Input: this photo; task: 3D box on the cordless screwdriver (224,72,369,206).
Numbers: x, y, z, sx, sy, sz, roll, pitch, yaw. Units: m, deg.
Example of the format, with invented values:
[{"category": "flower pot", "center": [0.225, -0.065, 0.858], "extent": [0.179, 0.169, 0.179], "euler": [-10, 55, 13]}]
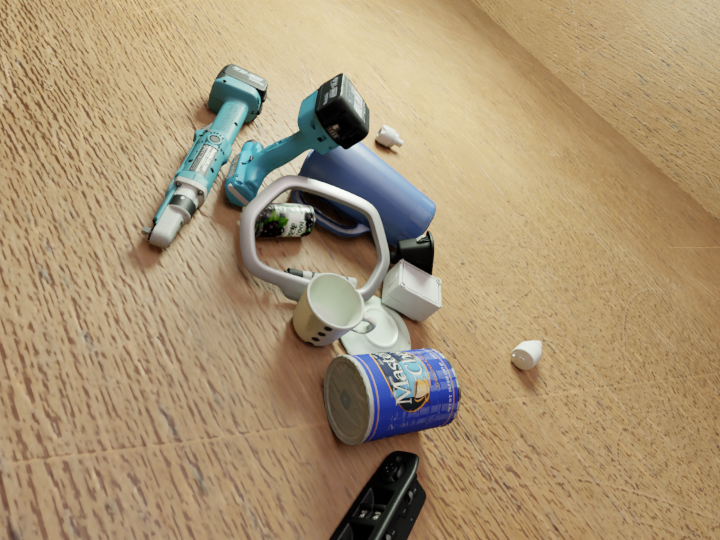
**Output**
[{"category": "cordless screwdriver", "center": [-0.109, -0.212, 0.672], "extent": [0.070, 0.254, 0.164], "euler": [45, 31, -37]}]

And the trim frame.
[{"category": "trim frame", "center": [-0.062, -0.041, 0.636], "extent": [0.239, 0.028, 0.185], "euler": [17, 77, -23]}]

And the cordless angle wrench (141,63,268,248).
[{"category": "cordless angle wrench", "center": [-0.247, -0.199, 0.697], "extent": [0.095, 0.074, 0.433], "euler": [20, 48, -16]}]

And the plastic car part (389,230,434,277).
[{"category": "plastic car part", "center": [0.086, -0.020, 0.719], "extent": [0.072, 0.112, 0.068], "euler": [-6, 54, 5]}]

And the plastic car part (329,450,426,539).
[{"category": "plastic car part", "center": [0.018, 0.282, 0.450], "extent": [0.067, 0.067, 0.200], "euler": [48, 44, -4]}]
